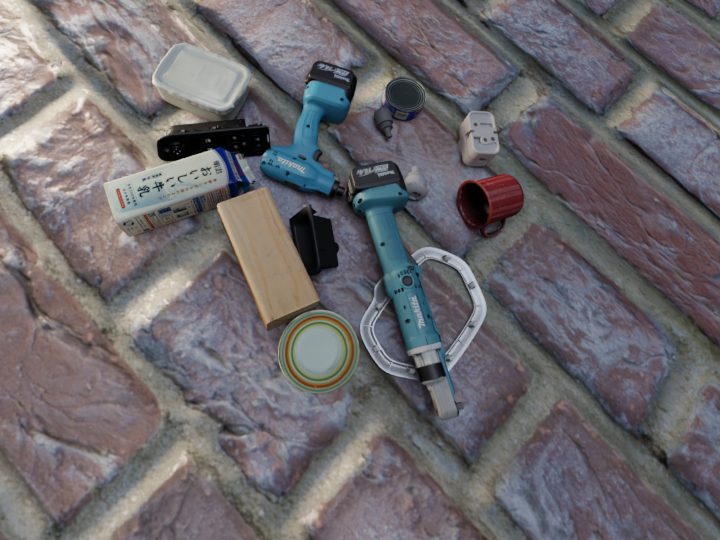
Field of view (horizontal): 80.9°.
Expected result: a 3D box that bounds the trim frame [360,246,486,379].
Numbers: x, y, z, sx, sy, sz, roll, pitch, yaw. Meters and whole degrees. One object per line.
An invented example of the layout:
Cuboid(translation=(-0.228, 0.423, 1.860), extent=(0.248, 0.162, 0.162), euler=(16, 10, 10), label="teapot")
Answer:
Cuboid(translation=(0.110, 0.070, 0.726), extent=(0.187, 0.027, 0.247), euler=(39, 73, 8), label="trim frame")

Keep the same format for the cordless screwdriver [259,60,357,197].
Cuboid(translation=(-0.069, -0.261, 0.797), extent=(0.159, 0.074, 0.250), euler=(22, 74, 0), label="cordless screwdriver")

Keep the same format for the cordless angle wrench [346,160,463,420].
Cuboid(translation=(0.072, 0.022, 0.693), extent=(0.097, 0.073, 0.434), euler=(-13, 71, -9), label="cordless angle wrench")

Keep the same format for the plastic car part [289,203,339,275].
Cuboid(translation=(-0.071, -0.047, 0.729), extent=(0.068, 0.068, 0.119), euler=(-2, 71, -40), label="plastic car part")

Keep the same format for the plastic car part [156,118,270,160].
Cuboid(translation=(-0.270, -0.244, 0.774), extent=(0.200, 0.065, 0.069), euler=(-12, 65, -11), label="plastic car part")
